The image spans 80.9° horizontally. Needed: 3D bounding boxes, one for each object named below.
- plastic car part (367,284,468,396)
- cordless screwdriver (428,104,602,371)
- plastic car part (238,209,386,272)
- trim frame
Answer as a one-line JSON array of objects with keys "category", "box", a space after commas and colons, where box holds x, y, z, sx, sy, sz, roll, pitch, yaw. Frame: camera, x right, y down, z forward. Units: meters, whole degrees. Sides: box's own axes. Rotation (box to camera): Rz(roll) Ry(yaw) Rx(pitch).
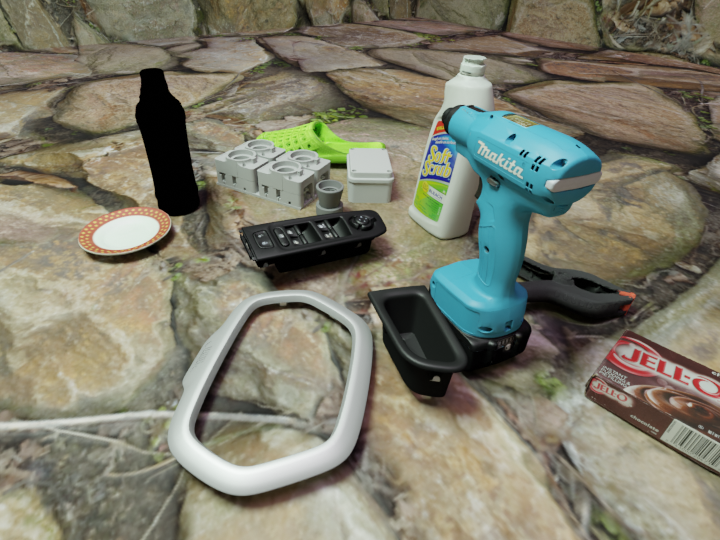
[{"category": "plastic car part", "box": [0.053, 0.077, 0.420, 0.065, 0.069, 0.122, -7, 38, -13]}, {"category": "cordless screwdriver", "box": [0.117, -0.032, 0.421, 0.072, 0.242, 0.168, -12, 39, -21]}, {"category": "plastic car part", "box": [-0.056, -0.037, 0.572, 0.198, 0.065, 0.070, -16, 40, -21]}, {"category": "trim frame", "box": [-0.083, 0.099, 0.424, 0.187, 0.027, 0.252, 5, 37, 7]}]
